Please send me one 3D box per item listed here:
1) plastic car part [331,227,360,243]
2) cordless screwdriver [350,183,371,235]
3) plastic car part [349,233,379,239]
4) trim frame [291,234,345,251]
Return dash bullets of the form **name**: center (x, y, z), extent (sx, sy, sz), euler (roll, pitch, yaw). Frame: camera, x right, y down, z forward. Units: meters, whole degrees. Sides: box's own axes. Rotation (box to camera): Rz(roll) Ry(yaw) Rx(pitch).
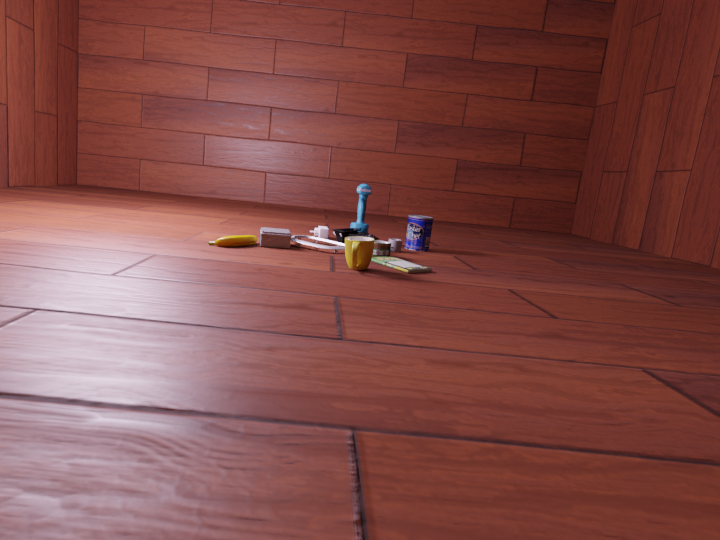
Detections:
- **plastic car part**: center (-0.052, -0.130, 1.663), extent (0.111, 0.070, 0.070), euler (-5, 15, -43)
- **cordless screwdriver**: center (0.000, -0.241, 1.781), extent (0.074, 0.246, 0.162), euler (6, 10, -7)
- **plastic car part**: center (0.018, -0.108, 1.599), extent (0.069, 0.066, 0.197), euler (10, 12, 20)
- **trim frame**: center (-0.155, -0.101, 1.580), extent (0.260, 0.027, 0.178), euler (12, 13, 27)
